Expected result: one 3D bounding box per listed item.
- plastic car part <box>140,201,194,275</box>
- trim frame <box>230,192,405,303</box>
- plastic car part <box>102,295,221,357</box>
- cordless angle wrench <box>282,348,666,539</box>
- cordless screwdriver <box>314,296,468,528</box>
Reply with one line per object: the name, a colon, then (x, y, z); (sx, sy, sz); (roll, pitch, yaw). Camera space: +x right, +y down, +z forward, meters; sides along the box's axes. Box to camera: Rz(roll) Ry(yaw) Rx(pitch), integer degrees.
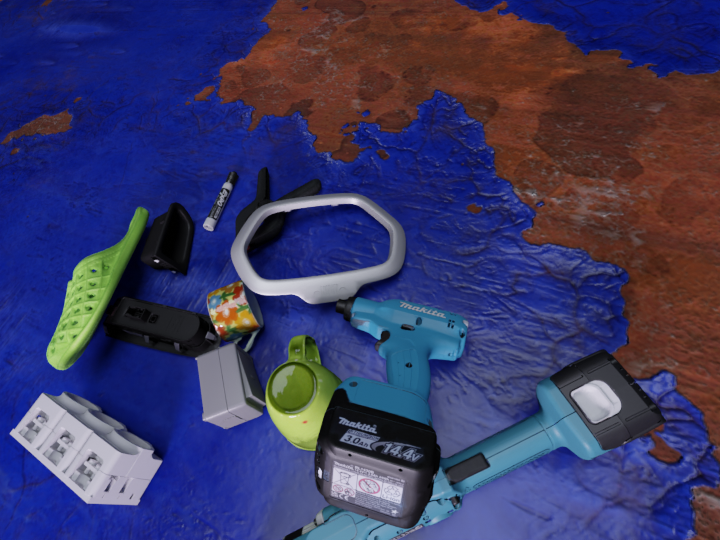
plastic car part: (-0.322, -0.048, 0.692); (0.072, 0.062, 0.120); (-19, 53, 19)
trim frame: (-0.059, -0.038, 0.600); (0.246, 0.027, 0.192); (-8, 53, -8)
plastic car part: (-0.290, 0.074, 0.607); (0.209, 0.064, 0.067); (11, 56, 18)
cordless angle wrench: (0.067, 0.214, 0.413); (0.424, 0.093, 0.078); (-28, 58, 2)
cordless screwdriver: (0.017, 0.107, 0.433); (0.164, 0.072, 0.247); (12, 30, 15)
